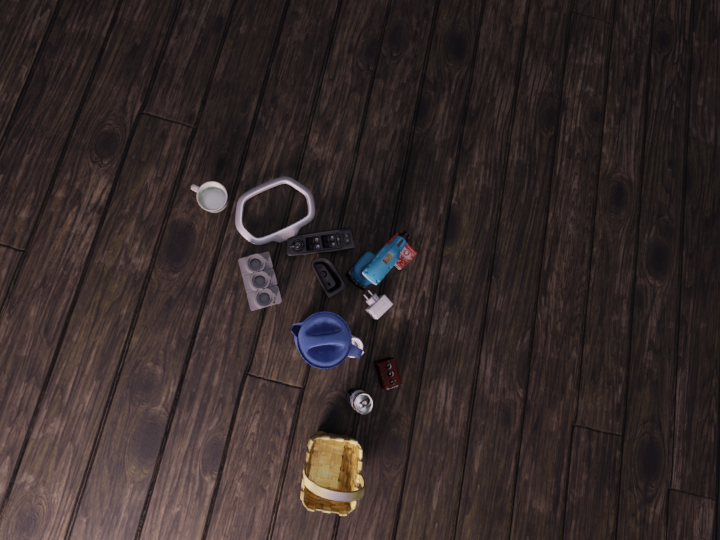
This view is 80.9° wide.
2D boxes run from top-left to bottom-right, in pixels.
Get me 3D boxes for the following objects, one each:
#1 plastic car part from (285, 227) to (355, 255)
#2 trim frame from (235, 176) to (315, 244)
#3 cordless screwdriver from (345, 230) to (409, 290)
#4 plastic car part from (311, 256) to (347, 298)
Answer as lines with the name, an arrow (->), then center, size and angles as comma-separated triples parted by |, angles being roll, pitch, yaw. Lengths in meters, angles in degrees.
plastic car part -> -0.122, -0.080, 1.246 | 0.200, 0.067, 0.067 | -8, 83, -10
trim frame -> -0.255, -0.177, 1.265 | 0.245, 0.027, 0.186 | -27, 85, -12
cordless screwdriver -> 0.047, -0.026, 1.166 | 0.074, 0.251, 0.158 | 41, 77, -5
plastic car part -> -0.100, 0.016, 1.229 | 0.065, 0.071, 0.117 | -30, 87, -13
